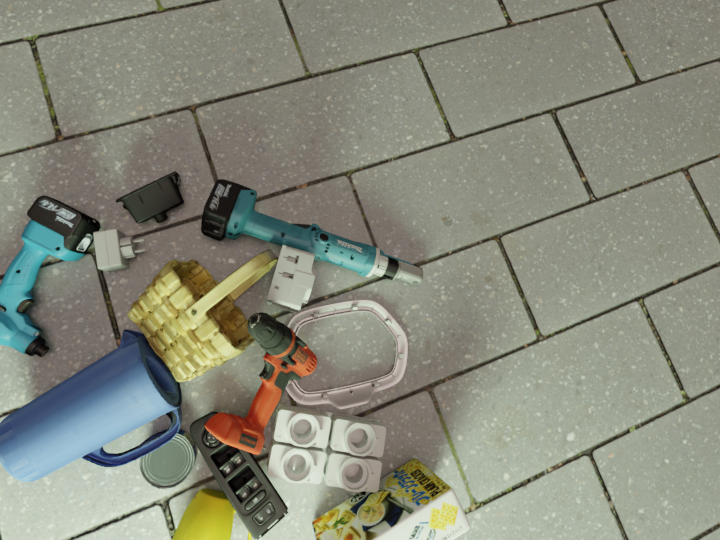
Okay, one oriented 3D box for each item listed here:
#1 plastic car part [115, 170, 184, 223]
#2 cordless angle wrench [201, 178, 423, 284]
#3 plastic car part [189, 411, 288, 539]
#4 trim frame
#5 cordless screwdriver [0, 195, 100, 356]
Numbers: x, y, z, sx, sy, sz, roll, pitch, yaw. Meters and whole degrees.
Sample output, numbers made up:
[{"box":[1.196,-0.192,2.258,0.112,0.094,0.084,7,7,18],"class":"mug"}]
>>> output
[{"box":[-0.371,-0.125,0.770,0.115,0.068,0.070,-32,102,-10],"class":"plastic car part"},{"box":[-0.076,-0.050,0.782,0.416,0.074,0.100,19,54,-8],"class":"cordless angle wrench"},{"box":[-0.201,0.321,0.695,0.066,0.066,0.206,-38,82,-7],"class":"plastic car part"},{"box":[-0.031,0.152,0.774,0.244,0.028,0.186,-9,81,-11],"class":"trim frame"},{"box":[-0.536,0.010,0.712,0.159,0.074,0.249,32,81,-2],"class":"cordless screwdriver"}]
